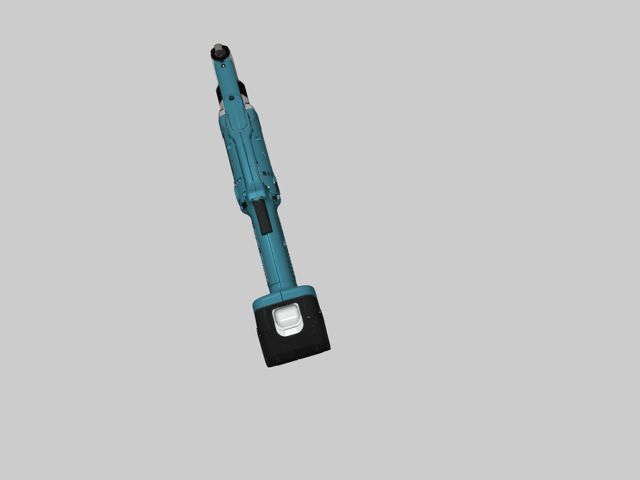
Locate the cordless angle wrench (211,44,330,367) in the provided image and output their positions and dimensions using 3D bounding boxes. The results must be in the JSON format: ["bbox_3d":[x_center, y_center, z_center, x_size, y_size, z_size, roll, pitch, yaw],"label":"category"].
[{"bbox_3d":[-0.080,-0.061,0.535,0.074,0.422,0.098,-16,-14,-3],"label":"cordless angle wrench"}]
